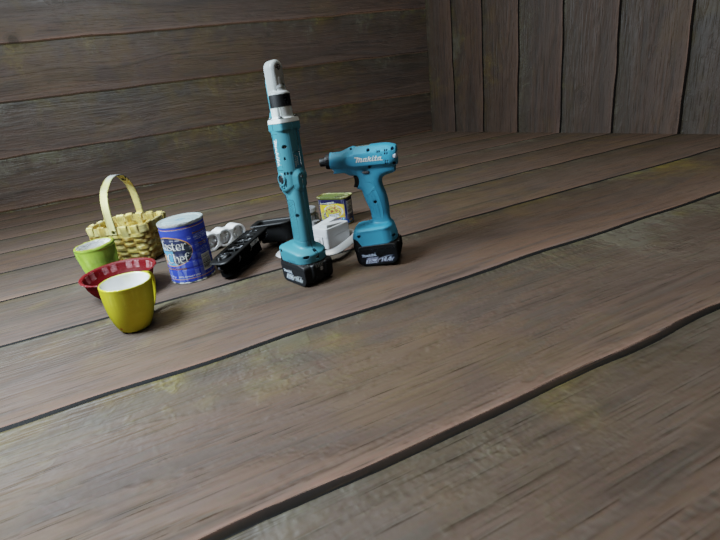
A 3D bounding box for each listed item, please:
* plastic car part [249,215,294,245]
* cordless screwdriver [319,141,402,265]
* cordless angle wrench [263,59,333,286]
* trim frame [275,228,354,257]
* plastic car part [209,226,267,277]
[{"bbox_3d":[-0.221,-0.101,1.111,0.119,0.069,0.066,-3,21,12],"label":"plastic car part"},{"bbox_3d":[0.005,-0.136,0.885,0.163,0.243,0.074,-2,20,15],"label":"cordless screwdriver"},{"bbox_3d":[-0.132,-0.179,0.815,0.072,0.413,0.103,-22,24,-37],"label":"cordless angle wrench"},{"bbox_3d":[-0.102,-0.067,1.041,0.191,0.027,0.245,1,24,23],"label":"trim frame"},{"bbox_3d":[-0.283,-0.041,0.995,0.068,0.065,0.202,-1,23,17],"label":"plastic car part"}]
